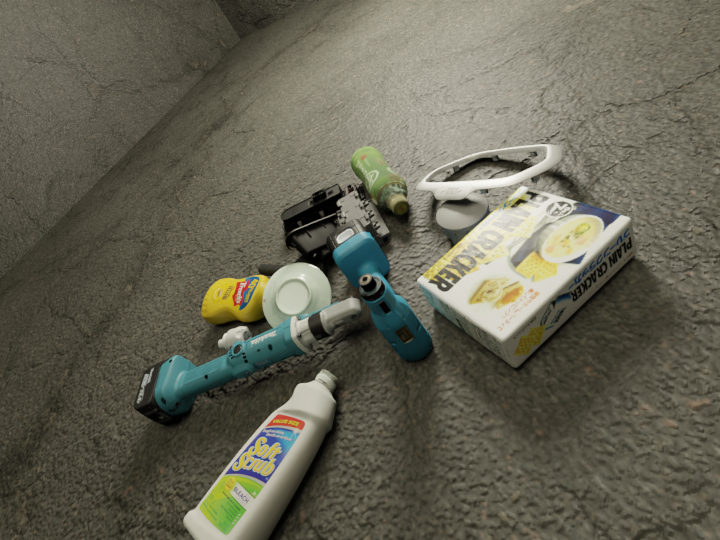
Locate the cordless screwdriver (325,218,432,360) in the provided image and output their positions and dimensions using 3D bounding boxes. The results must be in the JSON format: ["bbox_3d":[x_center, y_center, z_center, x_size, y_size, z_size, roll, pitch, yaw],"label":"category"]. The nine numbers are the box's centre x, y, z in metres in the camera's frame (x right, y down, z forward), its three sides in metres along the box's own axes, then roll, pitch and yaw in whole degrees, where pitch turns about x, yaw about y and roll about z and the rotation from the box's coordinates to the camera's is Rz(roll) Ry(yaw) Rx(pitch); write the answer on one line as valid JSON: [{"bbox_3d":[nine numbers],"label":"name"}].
[{"bbox_3d":[0.011,0.004,0.629,0.075,0.151,0.261,-34,37,4],"label":"cordless screwdriver"}]

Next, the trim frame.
[{"bbox_3d":[0.205,-0.164,0.701,0.181,0.027,0.261,-33,26,-25],"label":"trim frame"}]

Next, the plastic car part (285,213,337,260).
[{"bbox_3d":[-0.079,-0.051,0.804,0.113,0.065,0.074,-28,60,-38],"label":"plastic car part"}]

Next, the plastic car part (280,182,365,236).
[{"bbox_3d":[-0.092,-0.135,0.920,0.206,0.063,0.069,-27,46,17],"label":"plastic car part"}]

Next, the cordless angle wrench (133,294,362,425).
[{"bbox_3d":[-0.186,0.141,0.692,0.430,0.070,0.101,-25,40,17],"label":"cordless angle wrench"}]
